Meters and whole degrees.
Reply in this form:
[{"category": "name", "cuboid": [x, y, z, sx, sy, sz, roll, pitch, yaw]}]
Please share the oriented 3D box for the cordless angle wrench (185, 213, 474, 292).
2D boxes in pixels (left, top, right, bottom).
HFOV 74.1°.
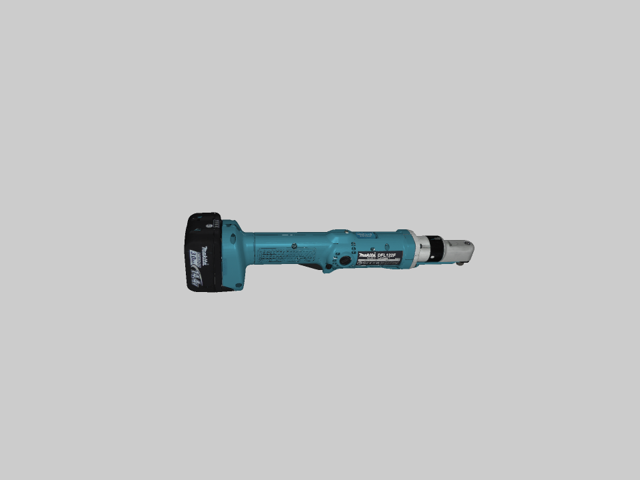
[{"category": "cordless angle wrench", "cuboid": [0.028, 0.016, 0.611, 0.423, 0.098, 0.074, 0, 34, -12]}]
